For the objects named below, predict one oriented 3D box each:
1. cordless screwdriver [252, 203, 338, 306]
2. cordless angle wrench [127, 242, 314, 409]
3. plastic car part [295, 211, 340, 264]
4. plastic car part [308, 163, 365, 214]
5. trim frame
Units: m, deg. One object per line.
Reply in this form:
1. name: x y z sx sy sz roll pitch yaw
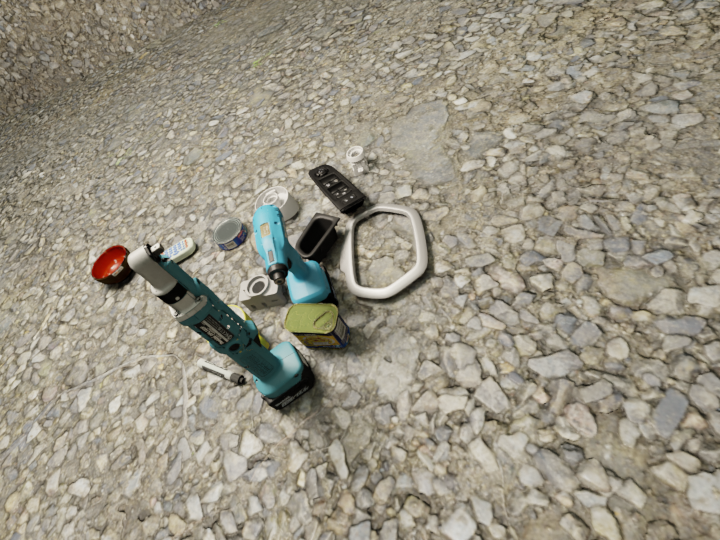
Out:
1. cordless screwdriver: -0.114 0.010 0.763 0.075 0.236 0.166 -23 50 5
2. cordless angle wrench: -0.193 0.094 0.629 0.098 0.401 0.078 -34 50 -4
3. plastic car part: -0.089 -0.058 0.913 0.069 0.067 0.117 15 64 32
4. plastic car part: -0.056 -0.189 0.995 0.066 0.063 0.214 -35 49 -4
5. trim frame: 0.042 -0.047 0.871 0.188 0.026 0.256 -15 52 15
